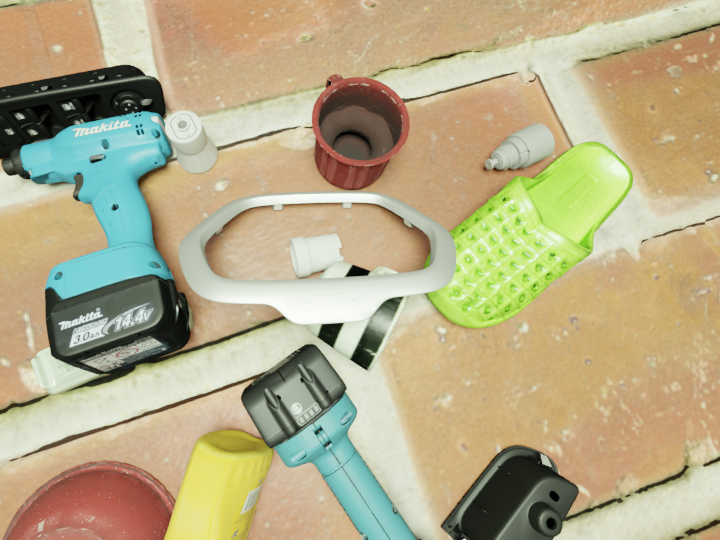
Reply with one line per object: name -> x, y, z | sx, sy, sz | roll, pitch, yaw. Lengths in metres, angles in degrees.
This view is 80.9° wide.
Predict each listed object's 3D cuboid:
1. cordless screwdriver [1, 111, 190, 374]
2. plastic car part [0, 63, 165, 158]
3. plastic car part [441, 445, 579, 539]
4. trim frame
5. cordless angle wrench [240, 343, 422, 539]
cordless screwdriver -> -0.246, -0.035, 0.386 | 0.158, 0.072, 0.257 | -15, 65, -8
plastic car part -> -0.306, -0.171, 0.443 | 0.201, 0.064, 0.070 | -11, 53, -5
plastic car part -> 0.139, 0.210, 0.364 | 0.066, 0.071, 0.116 | 42, 80, 2
trim frame -> -0.038, -0.025, 0.385 | 0.246, 0.027, 0.191 | -3, 37, -8
cordless angle wrench -> 0.051, 0.256, 0.340 | 0.073, 0.098, 0.428 | -34, 84, -16
